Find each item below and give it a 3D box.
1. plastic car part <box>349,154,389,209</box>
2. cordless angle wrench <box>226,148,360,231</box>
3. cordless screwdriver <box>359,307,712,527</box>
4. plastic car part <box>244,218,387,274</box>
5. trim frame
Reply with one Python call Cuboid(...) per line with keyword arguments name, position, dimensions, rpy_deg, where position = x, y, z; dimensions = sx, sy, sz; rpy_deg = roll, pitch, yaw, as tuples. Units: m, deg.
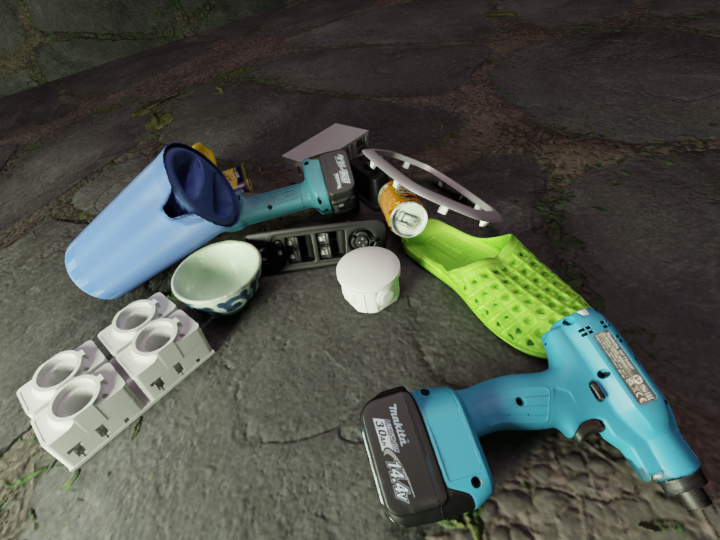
Cuboid(name="plastic car part", position=(0.017, -0.161, 0.725), dimensions=(0.065, 0.068, 0.123), rpy_deg=(-26, 40, -12))
Cuboid(name="cordless angle wrench", position=(-0.216, -0.096, 0.709), dimensions=(0.426, 0.071, 0.101), rpy_deg=(-14, 64, 5))
Cuboid(name="cordless screwdriver", position=(0.132, 0.141, 0.344), dimensions=(0.247, 0.072, 0.166), rpy_deg=(-19, 62, -7))
Cuboid(name="plastic car part", position=(-0.061, -0.040, 0.623), dimensions=(0.206, 0.065, 0.067), rpy_deg=(-6, 15, 10))
Cuboid(name="trim frame", position=(0.101, -0.129, 0.627), dimensions=(0.176, 0.027, 0.262), rpy_deg=(7, 27, -30))
